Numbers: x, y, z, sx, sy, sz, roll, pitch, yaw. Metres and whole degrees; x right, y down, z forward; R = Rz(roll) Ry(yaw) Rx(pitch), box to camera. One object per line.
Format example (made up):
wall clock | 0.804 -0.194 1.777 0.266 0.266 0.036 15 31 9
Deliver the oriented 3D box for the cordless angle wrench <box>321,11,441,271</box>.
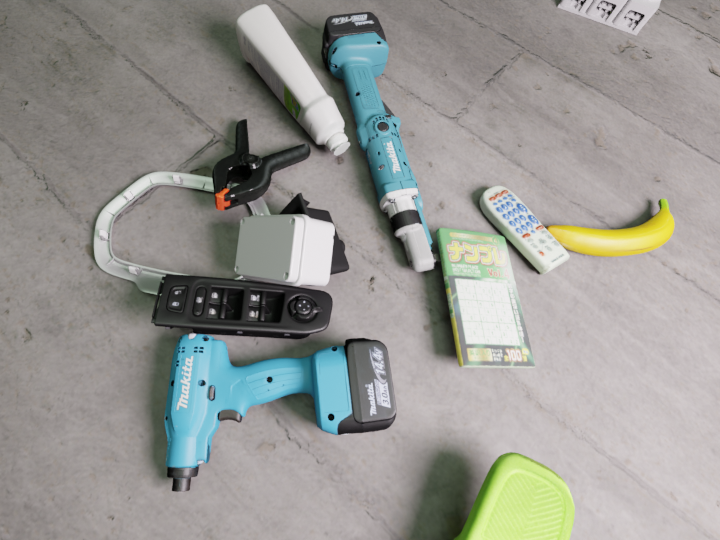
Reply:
cordless angle wrench | 0.029 -0.197 0.622 0.097 0.073 0.435 -11 70 -9

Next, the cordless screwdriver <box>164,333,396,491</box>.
cordless screwdriver | -0.089 0.151 0.463 0.249 0.072 0.163 -1 68 1

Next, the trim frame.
trim frame | -0.234 -0.051 0.569 0.249 0.027 0.187 11 67 0

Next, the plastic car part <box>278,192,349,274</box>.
plastic car part | -0.054 -0.035 0.552 0.068 0.067 0.120 -8 66 -43

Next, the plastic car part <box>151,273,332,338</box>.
plastic car part | -0.134 0.053 0.503 0.201 0.065 0.068 2 47 -6
